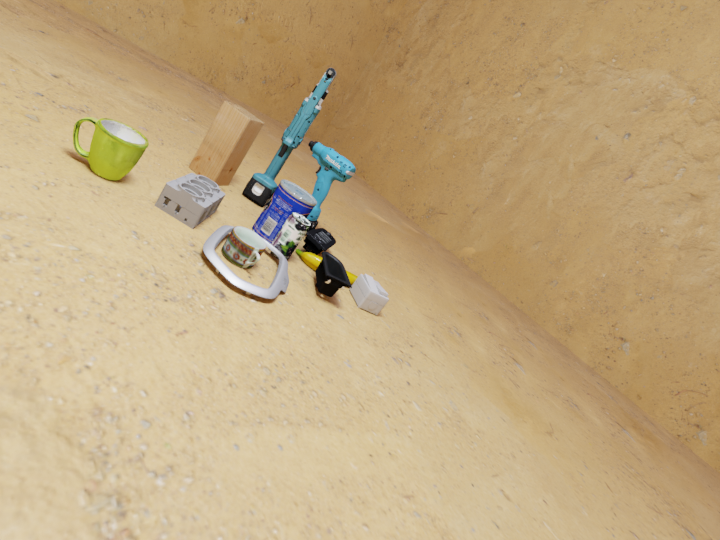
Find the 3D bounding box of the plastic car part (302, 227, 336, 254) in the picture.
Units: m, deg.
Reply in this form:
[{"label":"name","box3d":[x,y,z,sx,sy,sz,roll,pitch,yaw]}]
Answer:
[{"label":"plastic car part","box3d":[-0.110,-0.072,1.128,0.067,0.067,0.201,36,16,0]}]

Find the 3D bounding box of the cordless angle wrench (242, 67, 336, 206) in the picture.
[{"label":"cordless angle wrench","box3d":[-0.191,-0.374,1.189,0.074,0.423,0.099,34,17,-7]}]

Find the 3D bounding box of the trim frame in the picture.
[{"label":"trim frame","box3d":[-0.219,-0.020,0.844,0.181,0.027,0.253,31,17,-12]}]

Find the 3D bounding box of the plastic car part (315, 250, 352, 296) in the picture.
[{"label":"plastic car part","box3d":[-0.073,0.016,0.946,0.063,0.071,0.121,28,18,-25]}]

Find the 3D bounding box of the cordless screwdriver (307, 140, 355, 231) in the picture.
[{"label":"cordless screwdriver","box3d":[-0.141,-0.239,1.214,0.165,0.249,0.072,41,17,18]}]
